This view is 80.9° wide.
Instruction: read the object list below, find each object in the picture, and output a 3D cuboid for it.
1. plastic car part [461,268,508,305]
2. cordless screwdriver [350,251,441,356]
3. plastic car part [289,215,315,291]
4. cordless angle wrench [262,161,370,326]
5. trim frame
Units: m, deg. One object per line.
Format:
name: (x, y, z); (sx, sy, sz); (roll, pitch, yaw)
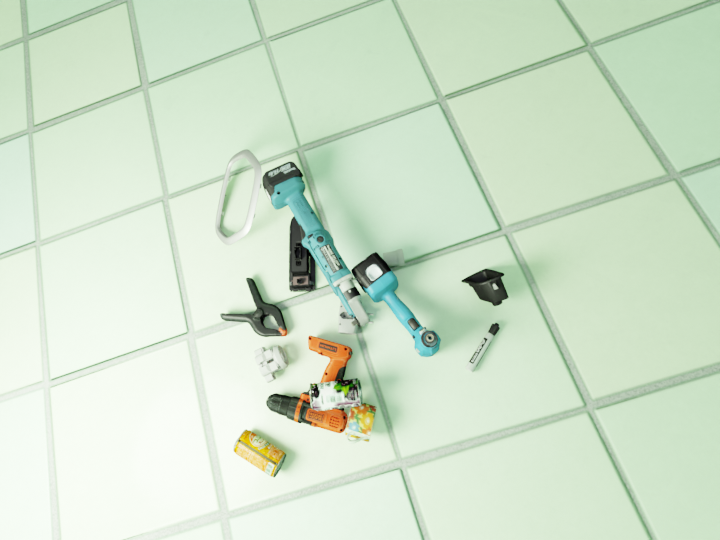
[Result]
plastic car part: (0.279, 0.041, 0.916); (0.066, 0.118, 0.070); (-27, 98, -2)
cordless screwdriver: (0.080, 0.073, 0.909); (0.074, 0.154, 0.258); (-36, 70, -4)
plastic car part: (-0.150, -0.053, 1.041); (0.068, 0.064, 0.207); (-7, 70, 13)
cordless angle wrench: (-0.095, -0.062, 0.974); (0.097, 0.073, 0.437); (-27, 71, -12)
trim frame: (-0.314, -0.186, 1.076); (0.194, 0.026, 0.248); (13, 93, 42)
